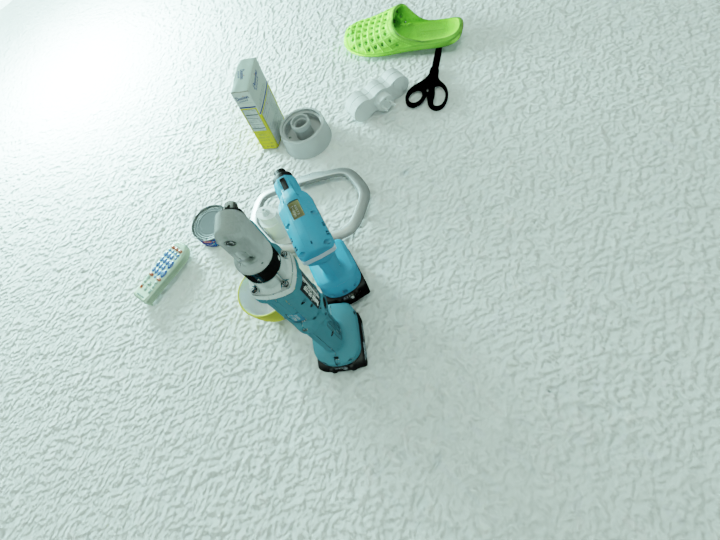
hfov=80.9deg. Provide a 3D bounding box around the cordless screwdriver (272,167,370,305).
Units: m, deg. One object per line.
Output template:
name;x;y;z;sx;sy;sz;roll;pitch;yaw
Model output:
cordless screwdriver;-0.065;-0.042;0.662;0.074;0.238;0.166;-28;62;0

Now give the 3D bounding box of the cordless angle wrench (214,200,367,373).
cordless angle wrench;-0.070;0.043;0.526;0.075;0.404;0.101;-11;64;9

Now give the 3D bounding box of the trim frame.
trim frame;-0.102;-0.122;0.834;0.251;0.026;0.190;-17;61;9
